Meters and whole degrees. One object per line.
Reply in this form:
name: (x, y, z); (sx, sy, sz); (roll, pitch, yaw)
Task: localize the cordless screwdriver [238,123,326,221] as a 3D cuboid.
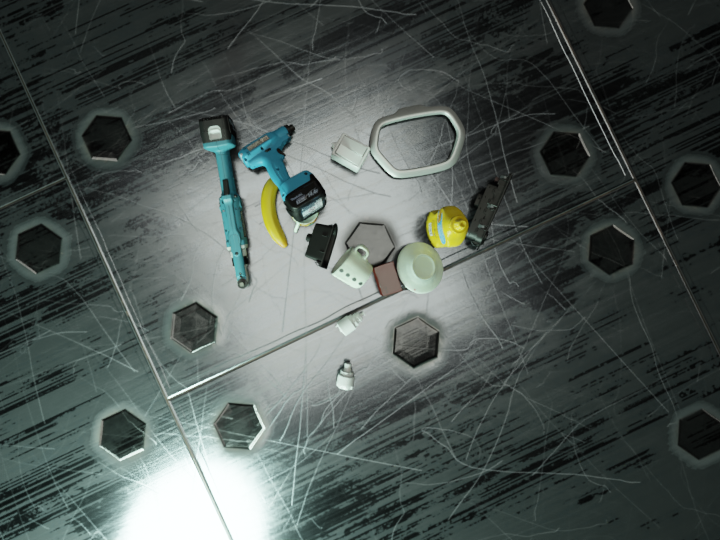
cordless screwdriver: (-0.170, -0.248, 1.029); (0.158, 0.072, 0.258); (-37, 69, -10)

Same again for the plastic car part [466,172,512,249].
plastic car part: (0.317, -0.152, 1.064); (0.068, 0.065, 0.203); (20, 89, 7)

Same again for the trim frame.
trim frame: (0.146, -0.335, 1.086); (0.249, 0.027, 0.184); (-12, 90, 1)

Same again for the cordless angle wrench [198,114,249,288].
cordless angle wrench: (-0.324, -0.164, 1.052); (0.074, 0.099, 0.421); (-9, 93, -4)

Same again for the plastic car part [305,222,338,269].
plastic car part: (-0.104, -0.068, 1.064); (0.073, 0.064, 0.117); (13, 86, 11)
